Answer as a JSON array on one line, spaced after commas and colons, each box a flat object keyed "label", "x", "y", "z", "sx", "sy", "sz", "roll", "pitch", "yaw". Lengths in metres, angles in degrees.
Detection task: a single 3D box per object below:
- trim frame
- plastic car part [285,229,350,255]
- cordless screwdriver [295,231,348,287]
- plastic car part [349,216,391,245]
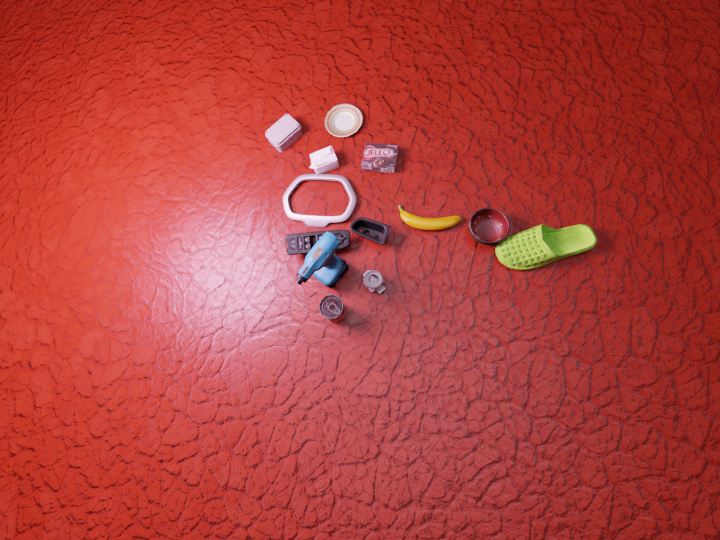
[{"label": "trim frame", "x": -0.136, "y": -0.233, "z": 1.392, "sx": 0.253, "sy": 0.027, "sz": 0.187, "roll": 4, "pitch": 74, "yaw": 10}, {"label": "plastic car part", "x": -0.130, "y": -0.085, "z": 1.325, "sx": 0.205, "sy": 0.065, "sz": 0.068, "roll": -7, "pitch": 73, "yaw": 6}, {"label": "cordless screwdriver", "x": -0.111, "y": -0.005, "z": 1.203, "sx": 0.076, "sy": 0.242, "sz": 0.159, "roll": 36, "pitch": 81, "yaw": 12}, {"label": "plastic car part", "x": 0.027, "y": -0.119, "z": 1.308, "sx": 0.120, "sy": 0.069, "sz": 0.066, "roll": 22, "pitch": 78, "yaw": 13}]
